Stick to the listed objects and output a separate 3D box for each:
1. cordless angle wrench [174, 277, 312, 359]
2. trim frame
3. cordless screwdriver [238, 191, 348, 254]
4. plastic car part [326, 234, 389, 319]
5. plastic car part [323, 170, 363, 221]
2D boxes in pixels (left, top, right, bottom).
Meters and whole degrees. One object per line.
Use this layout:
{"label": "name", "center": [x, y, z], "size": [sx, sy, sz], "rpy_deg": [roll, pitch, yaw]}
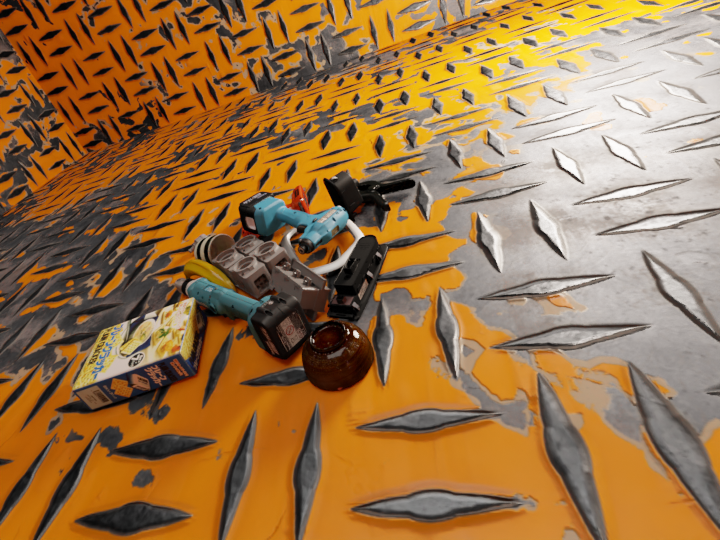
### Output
{"label": "cordless angle wrench", "center": [-0.269, 0.063, 0.836], "size": [0.446, 0.094, 0.073], "rpy_deg": [12, 42, 44]}
{"label": "trim frame", "center": [-0.093, -0.061, 0.951], "size": [0.183, 0.026, 0.262], "rpy_deg": [-28, 37, -8]}
{"label": "cordless screwdriver", "center": [-0.168, -0.104, 0.943], "size": [0.261, 0.072, 0.157], "rpy_deg": [14, 39, 29]}
{"label": "plastic car part", "center": [-0.006, 0.000, 0.794], "size": [0.069, 0.064, 0.203], "rpy_deg": [-7, 34, 33]}
{"label": "plastic car part", "center": [-0.032, -0.184, 0.997], "size": [0.070, 0.111, 0.070], "rpy_deg": [-38, 36, -19]}
